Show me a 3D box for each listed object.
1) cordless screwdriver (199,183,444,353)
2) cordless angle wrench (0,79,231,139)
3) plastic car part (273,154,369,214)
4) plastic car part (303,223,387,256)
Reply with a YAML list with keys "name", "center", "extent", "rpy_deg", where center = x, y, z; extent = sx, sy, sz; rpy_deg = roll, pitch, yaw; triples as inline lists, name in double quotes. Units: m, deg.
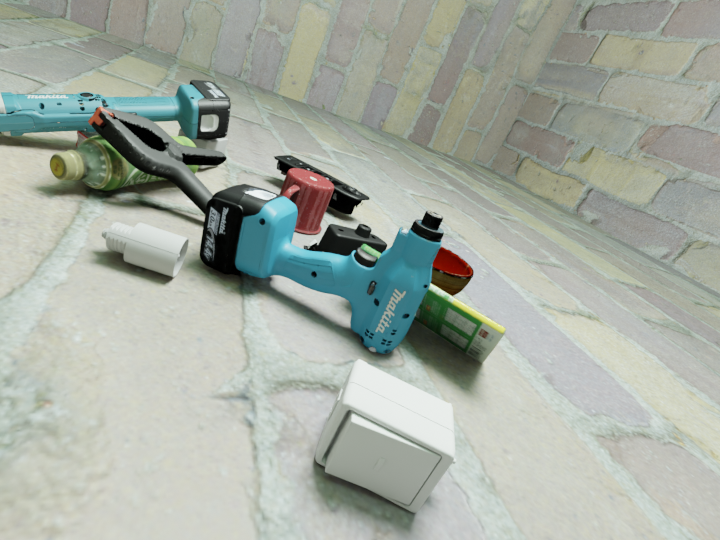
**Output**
- name: "cordless screwdriver"
  center: [-0.045, -0.029, 0.460]
  extent: [0.254, 0.158, 0.073]
  rpy_deg: [25, 22, 11]
- name: "cordless angle wrench"
  center: [-0.405, -0.236, 0.633]
  extent: [0.408, 0.073, 0.103]
  rpy_deg: [-18, 51, -36]
- name: "plastic car part"
  center: [-0.082, -0.166, 0.835]
  extent: [0.210, 0.066, 0.064]
  rpy_deg: [26, 15, 18]
- name: "plastic car part"
  center: [-0.013, -0.034, 0.611]
  extent: [0.112, 0.070, 0.069]
  rpy_deg: [7, 29, -26]
